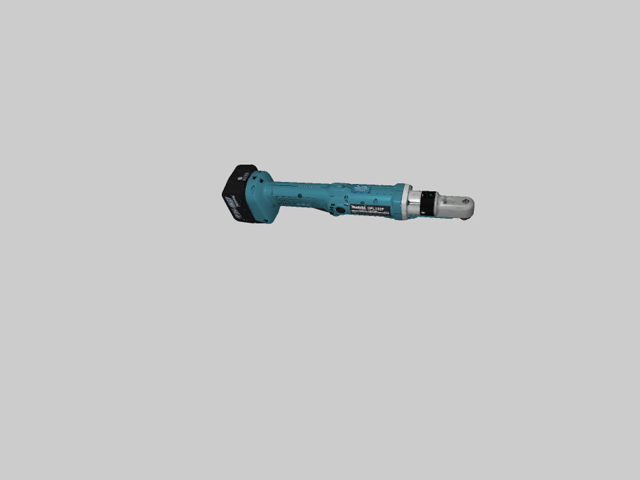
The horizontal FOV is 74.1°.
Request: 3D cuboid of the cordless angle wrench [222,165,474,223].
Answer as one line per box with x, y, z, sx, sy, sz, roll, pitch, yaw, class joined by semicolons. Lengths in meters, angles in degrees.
0.039;-0.069;0.725;0.423;0.074;0.098;5;-37;19;cordless angle wrench
